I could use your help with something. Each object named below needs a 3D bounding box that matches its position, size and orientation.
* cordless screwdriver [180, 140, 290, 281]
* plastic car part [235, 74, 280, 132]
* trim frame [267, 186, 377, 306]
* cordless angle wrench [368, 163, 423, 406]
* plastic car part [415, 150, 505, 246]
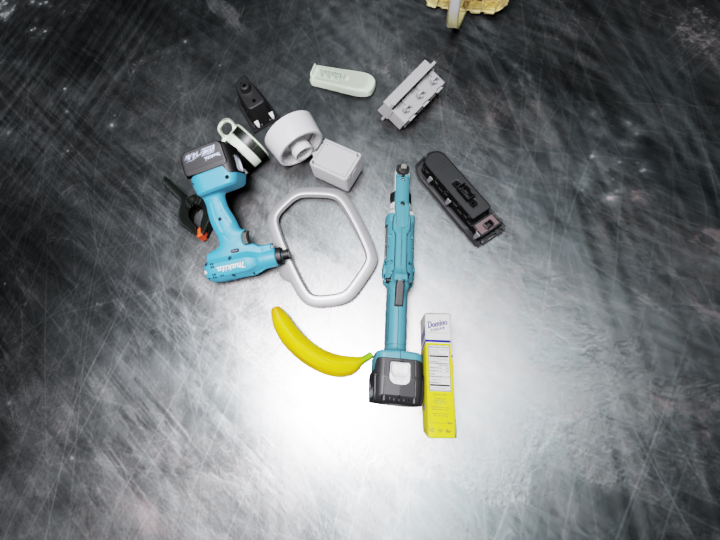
[{"bbox_3d":[-0.228,-0.110,0.776,0.161,0.073,0.248,-12,92,9],"label":"cordless screwdriver"},{"bbox_3d":[-0.232,-0.364,0.896,0.066,0.069,0.120,-32,74,-5],"label":"plastic car part"},{"bbox_3d":[-0.077,-0.051,0.791,0.184,0.027,0.256,-27,72,-1],"label":"trim frame"},{"bbox_3d":[0.065,0.005,0.722,0.074,0.096,0.431,4,68,-1],"label":"cordless angle wrench"},{"bbox_3d":[0.172,-0.142,0.763,0.066,0.064,0.211,-36,68,3],"label":"plastic car part"}]
